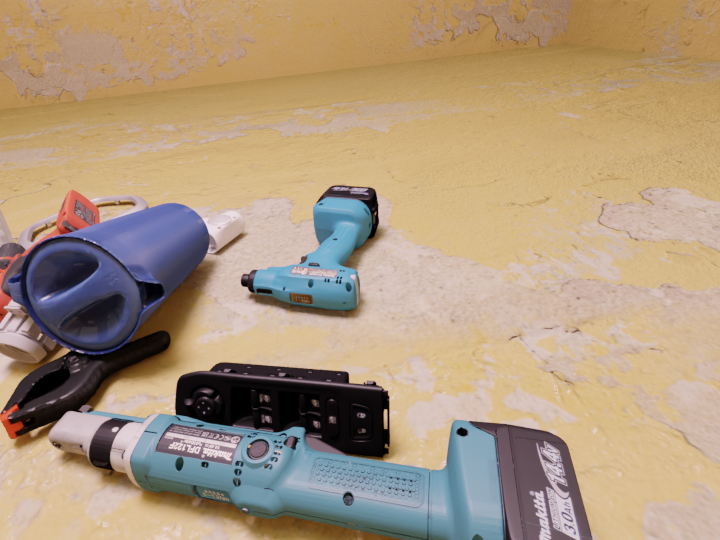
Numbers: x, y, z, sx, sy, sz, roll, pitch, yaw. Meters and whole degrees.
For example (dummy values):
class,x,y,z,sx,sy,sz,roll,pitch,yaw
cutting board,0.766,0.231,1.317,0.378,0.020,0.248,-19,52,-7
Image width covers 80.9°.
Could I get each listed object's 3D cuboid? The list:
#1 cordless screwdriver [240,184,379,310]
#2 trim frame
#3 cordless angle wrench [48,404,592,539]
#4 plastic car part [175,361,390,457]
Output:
class,x,y,z,sx,sy,sz,roll,pitch,yaw
cordless screwdriver,-0.061,-0.040,0.628,0.163,0.072,0.251,3,37,14
trim frame,-0.543,-0.097,0.836,0.193,0.027,0.245,13,35,28
cordless angle wrench,-0.073,0.155,0.331,0.434,0.072,0.099,2,32,16
plastic car part,-0.075,0.117,0.394,0.206,0.065,0.067,0,22,9
